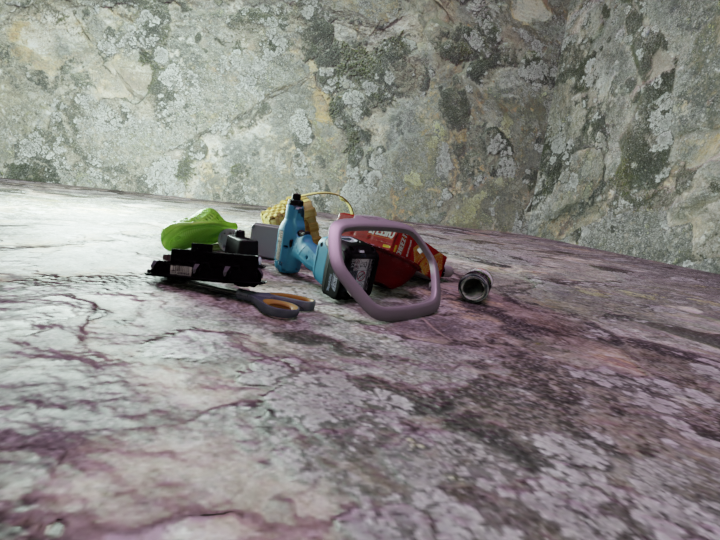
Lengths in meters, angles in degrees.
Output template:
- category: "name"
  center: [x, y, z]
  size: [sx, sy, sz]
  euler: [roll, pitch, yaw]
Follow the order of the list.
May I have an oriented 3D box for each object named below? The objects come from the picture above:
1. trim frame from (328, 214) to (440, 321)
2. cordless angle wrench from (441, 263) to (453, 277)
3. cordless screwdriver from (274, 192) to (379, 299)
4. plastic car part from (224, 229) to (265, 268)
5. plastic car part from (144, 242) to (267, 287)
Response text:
- category: "trim frame"
  center: [0.045, -0.011, 0.664]
  size: [0.237, 0.189, 0.028]
  euler: [-4, -24, -41]
- category: "cordless angle wrench"
  center: [0.124, -0.050, 1.143]
  size: [0.095, 0.073, 0.441]
  euler: [3, 13, -22]
- category: "cordless screwdriver"
  center: [-0.075, -0.049, 0.763]
  size: [0.071, 0.158, 0.263]
  euler: [1, 13, -38]
- category: "plastic car part"
  center: [-0.251, -0.048, 0.880]
  size: [0.063, 0.070, 0.123]
  euler: [1, 14, -41]
- category: "plastic car part"
  center: [-0.236, -0.008, 0.667]
  size: [0.210, 0.067, 0.064]
  euler: [9, -5, 20]
